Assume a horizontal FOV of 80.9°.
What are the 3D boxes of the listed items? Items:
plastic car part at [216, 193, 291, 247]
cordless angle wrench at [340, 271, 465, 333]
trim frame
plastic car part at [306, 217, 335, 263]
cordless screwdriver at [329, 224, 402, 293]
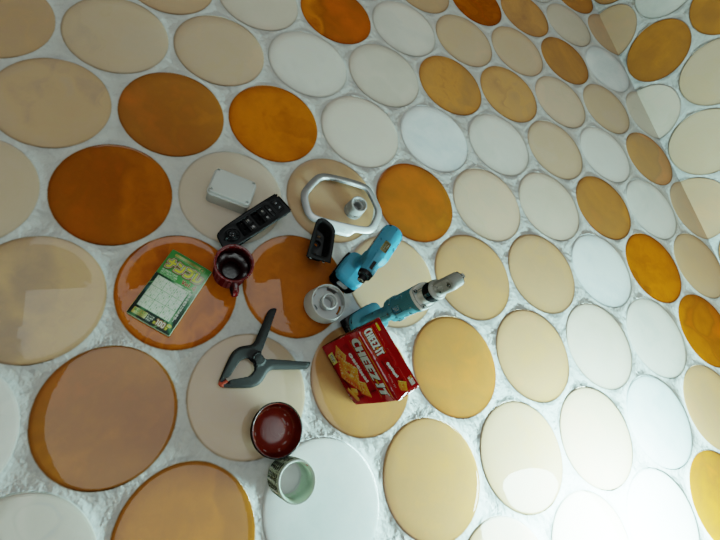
[{"bbox_3d":[-0.276,-0.116,1.073,0.199,0.068,0.067,-39,89,-30],"label":"plastic car part"},{"bbox_3d":[0.080,0.082,0.920,0.095,0.428,0.075,-27,85,-30],"label":"cordless angle wrench"},{"bbox_3d":[-0.053,-0.188,1.212,0.241,0.028,0.188,11,65,-17],"label":"trim frame"},{"bbox_3d":[-0.109,-0.071,1.116,0.064,0.072,0.118,17,64,-17],"label":"plastic car part"},{"bbox_3d":[-0.002,-0.004,1.026,0.074,0.252,0.159,39,60,-8],"label":"cordless screwdriver"}]
